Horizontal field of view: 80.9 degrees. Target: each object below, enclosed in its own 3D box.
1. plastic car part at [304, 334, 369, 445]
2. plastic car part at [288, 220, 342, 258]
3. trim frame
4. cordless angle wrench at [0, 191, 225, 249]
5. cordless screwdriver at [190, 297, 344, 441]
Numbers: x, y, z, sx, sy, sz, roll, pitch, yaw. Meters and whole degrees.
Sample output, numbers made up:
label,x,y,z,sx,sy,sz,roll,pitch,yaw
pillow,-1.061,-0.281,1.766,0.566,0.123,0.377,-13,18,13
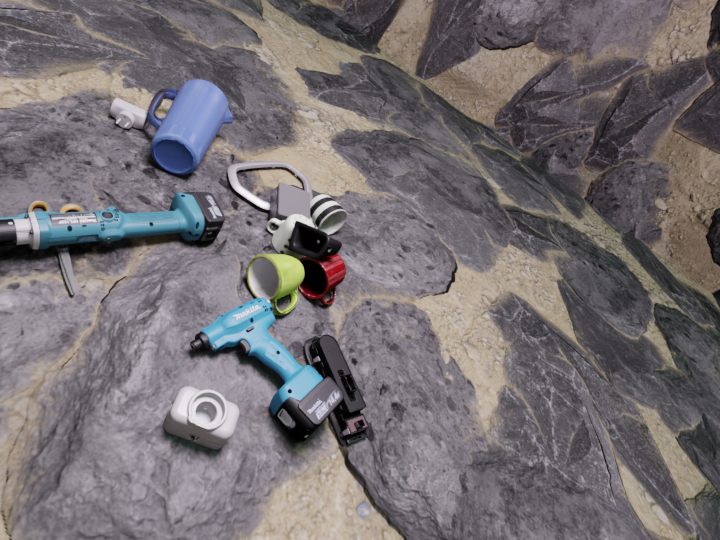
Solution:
label,x,y,z,sx,sy,sz,roll,pitch,yaw
plastic car part,-0.043,0.200,0.766,0.064,0.066,0.212,-8,53,-34
plastic car part,-0.086,-0.056,0.879,0.123,0.066,0.067,22,9,42
trim frame,-0.228,-0.226,1.095,0.239,0.027,0.190,-20,64,-44
cordless angle wrench,-0.444,-0.080,0.736,0.405,0.075,0.102,-13,60,-45
cordless screwdriver,-0.158,0.167,0.708,0.258,0.074,0.154,46,44,18
